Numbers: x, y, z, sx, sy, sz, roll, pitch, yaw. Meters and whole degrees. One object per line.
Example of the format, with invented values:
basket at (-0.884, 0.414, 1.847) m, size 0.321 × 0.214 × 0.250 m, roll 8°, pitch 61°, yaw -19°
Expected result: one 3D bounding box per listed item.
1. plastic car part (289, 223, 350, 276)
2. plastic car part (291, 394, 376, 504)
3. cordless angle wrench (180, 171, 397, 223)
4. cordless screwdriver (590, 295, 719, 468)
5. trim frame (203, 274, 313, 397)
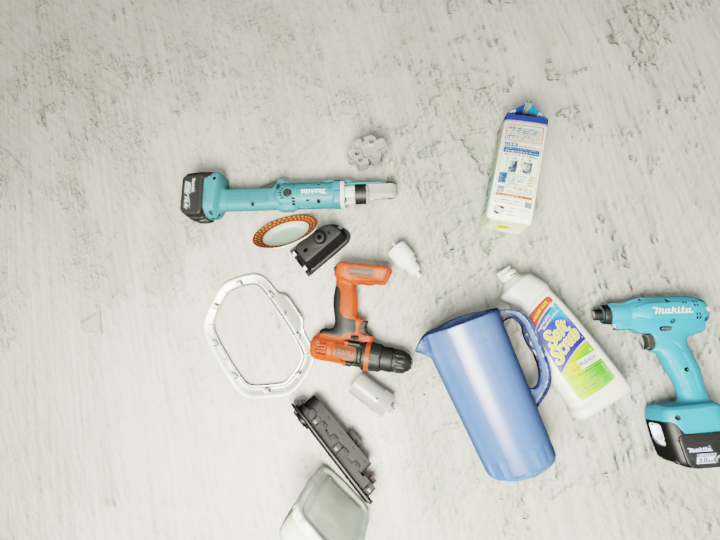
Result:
plastic car part at (-0.079, -0.052, 0.806) m, size 0.117 × 0.069 × 0.068 m, roll -38°, pitch 78°, yaw 3°
plastic car part at (-0.042, 0.295, 0.728) m, size 0.209 × 0.065 × 0.067 m, roll 42°, pitch 77°, yaw 15°
cordless angle wrench at (-0.142, -0.149, 0.841) m, size 0.428 × 0.072 × 0.099 m, roll -1°, pitch 79°, yaw 8°
cordless screwdriver at (0.470, 0.166, 0.661) m, size 0.161 × 0.072 × 0.253 m, roll -5°, pitch 73°, yaw 8°
trim frame at (-0.199, 0.124, 0.811) m, size 0.184 × 0.027 × 0.256 m, roll -36°, pitch 73°, yaw 0°
